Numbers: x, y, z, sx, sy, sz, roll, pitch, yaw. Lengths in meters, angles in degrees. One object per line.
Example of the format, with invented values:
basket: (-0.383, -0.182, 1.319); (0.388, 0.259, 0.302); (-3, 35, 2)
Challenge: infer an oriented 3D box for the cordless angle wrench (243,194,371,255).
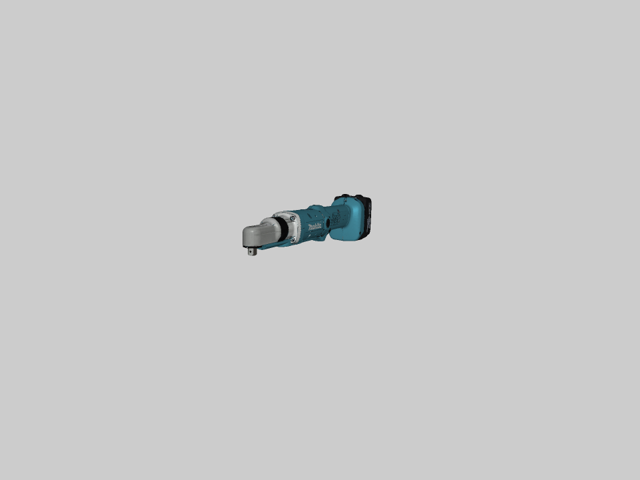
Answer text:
cordless angle wrench: (-0.010, -0.030, 0.764); (0.074, 0.098, 0.422); (5, 9, 25)
